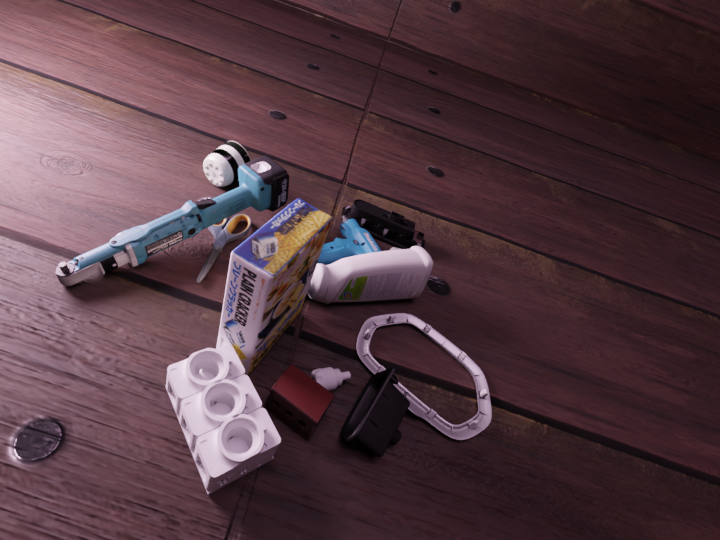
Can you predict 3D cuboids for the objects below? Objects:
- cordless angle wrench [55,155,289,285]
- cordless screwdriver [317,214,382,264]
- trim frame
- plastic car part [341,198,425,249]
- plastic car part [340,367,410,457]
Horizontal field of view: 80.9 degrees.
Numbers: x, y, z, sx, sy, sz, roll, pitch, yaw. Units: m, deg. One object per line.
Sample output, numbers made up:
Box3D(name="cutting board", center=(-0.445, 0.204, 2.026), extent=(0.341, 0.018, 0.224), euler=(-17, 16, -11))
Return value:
Box3D(name="cordless angle wrench", center=(-0.309, -0.085, 0.745), extent=(0.078, 0.096, 0.414), euler=(39, 54, 22))
Box3D(name="cordless screwdriver", center=(-0.081, -0.053, 0.825), extent=(0.239, 0.074, 0.167), euler=(-4, 46, -32))
Box3D(name="trim frame", center=(0.107, 0.162, 0.700), extent=(0.257, 0.027, 0.180), euler=(39, 45, 18))
Box3D(name="plastic car part", center=(0.054, -0.104, 0.946), extent=(0.205, 0.066, 0.067), euler=(21, 47, 4))
Box3D(name="plastic car part", center=(0.028, 0.208, 0.594), extent=(0.070, 0.066, 0.116), euler=(37, 55, -5))
